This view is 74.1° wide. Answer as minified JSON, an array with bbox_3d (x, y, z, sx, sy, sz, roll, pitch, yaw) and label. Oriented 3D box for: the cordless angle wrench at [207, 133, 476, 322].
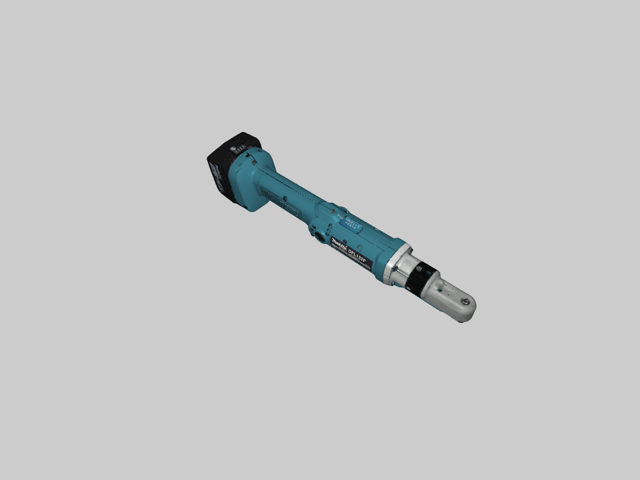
[{"bbox_3d":[0.015,-0.020,0.576,0.423,0.074,0.098,33,-28,26],"label":"cordless angle wrench"}]
